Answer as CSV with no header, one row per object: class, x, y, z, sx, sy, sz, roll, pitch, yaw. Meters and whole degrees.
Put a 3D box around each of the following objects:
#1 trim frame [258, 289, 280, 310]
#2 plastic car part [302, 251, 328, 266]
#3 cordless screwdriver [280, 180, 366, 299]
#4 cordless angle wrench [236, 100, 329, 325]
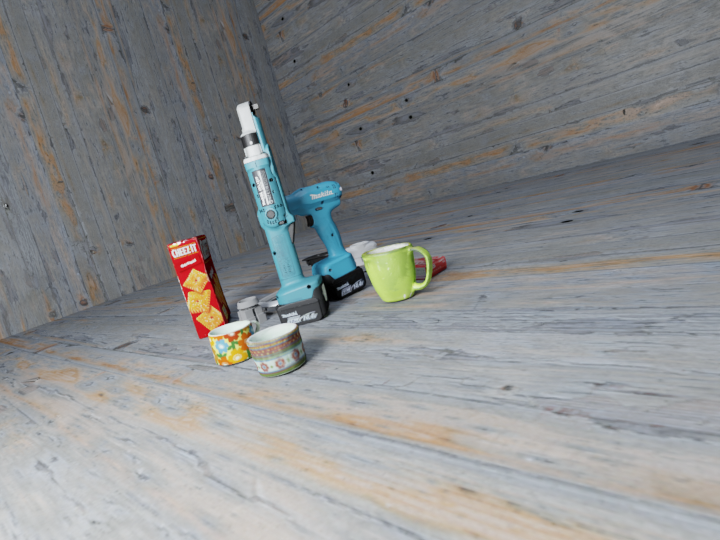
trim frame,-0.152,0.051,1.034,0.191,0.027,0.243,-10,12,29
plastic car part,-0.095,-0.016,1.176,0.122,0.070,0.064,-7,12,44
cordless screwdriver,-0.089,-0.058,0.908,0.155,0.246,0.077,-20,7,-28
cordless angle wrench,-0.161,-0.107,0.799,0.099,0.419,0.074,-15,6,7
